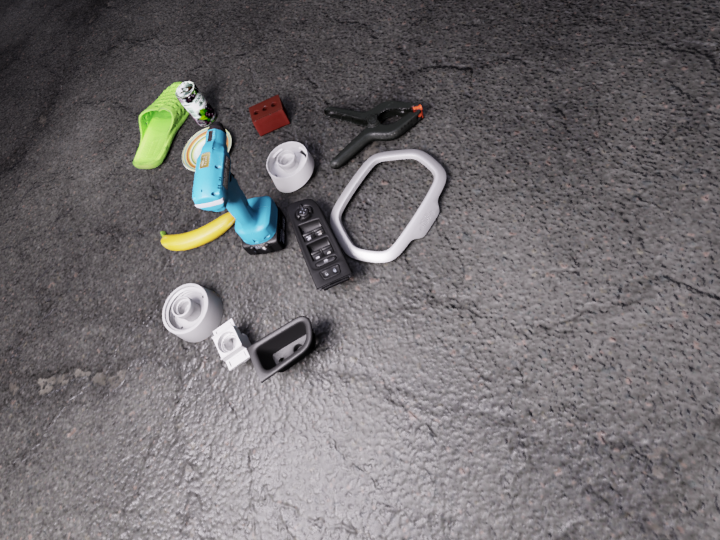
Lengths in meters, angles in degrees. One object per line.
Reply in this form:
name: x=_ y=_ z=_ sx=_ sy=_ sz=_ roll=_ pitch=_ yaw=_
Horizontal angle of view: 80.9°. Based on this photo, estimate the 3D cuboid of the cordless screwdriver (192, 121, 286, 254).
cordless screwdriver: x=-0.213 y=-0.137 z=0.763 sx=0.076 sy=0.237 sz=0.163 roll=-9 pitch=65 yaw=11

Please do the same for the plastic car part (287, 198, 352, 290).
plastic car part: x=-0.076 y=-0.050 z=0.776 sx=0.066 sy=0.064 sz=0.212 roll=-28 pitch=61 yaw=3

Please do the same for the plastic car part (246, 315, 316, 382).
plastic car part: x=-0.117 y=0.131 z=0.704 sx=0.117 sy=0.068 sz=0.069 roll=-32 pitch=62 yaw=2

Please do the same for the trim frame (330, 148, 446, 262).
trim frame: x=0.051 y=-0.126 z=0.789 sx=0.193 sy=0.026 sz=0.248 roll=28 pitch=77 yaw=27
